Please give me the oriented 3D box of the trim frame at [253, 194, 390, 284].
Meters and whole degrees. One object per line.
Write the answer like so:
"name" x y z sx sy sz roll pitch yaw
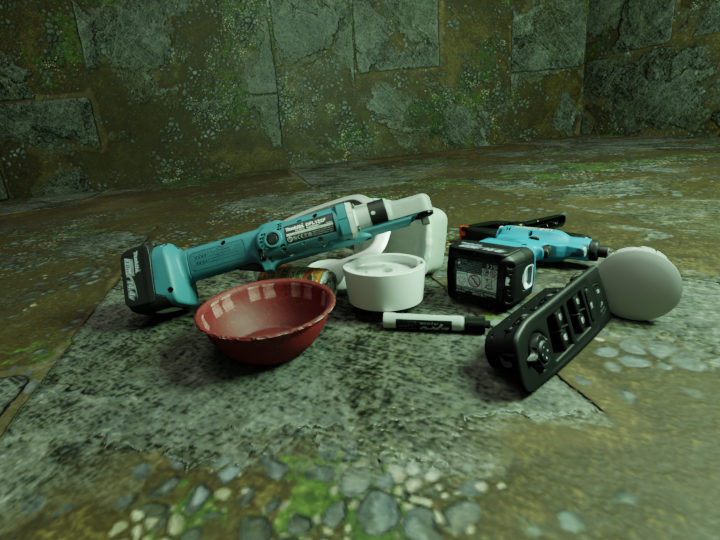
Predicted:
"trim frame" -0.067 -0.044 0.689 0.253 0.026 0.190 -17 45 14

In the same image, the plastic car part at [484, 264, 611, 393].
"plastic car part" 0.191 0.053 0.435 0.070 0.065 0.196 -1 17 45

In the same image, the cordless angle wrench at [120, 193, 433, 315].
"cordless angle wrench" -0.114 -0.035 0.576 0.427 0.100 0.072 -15 -13 7

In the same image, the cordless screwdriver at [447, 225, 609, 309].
"cordless screwdriver" 0.239 -0.016 0.600 0.168 0.073 0.240 11 21 39
